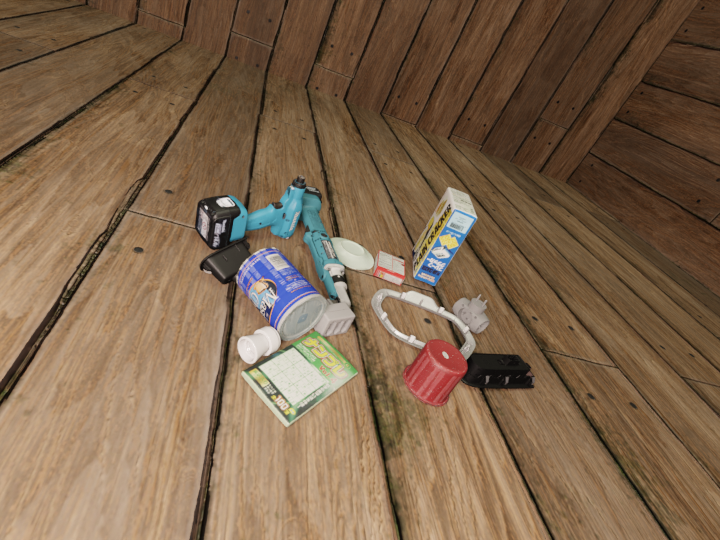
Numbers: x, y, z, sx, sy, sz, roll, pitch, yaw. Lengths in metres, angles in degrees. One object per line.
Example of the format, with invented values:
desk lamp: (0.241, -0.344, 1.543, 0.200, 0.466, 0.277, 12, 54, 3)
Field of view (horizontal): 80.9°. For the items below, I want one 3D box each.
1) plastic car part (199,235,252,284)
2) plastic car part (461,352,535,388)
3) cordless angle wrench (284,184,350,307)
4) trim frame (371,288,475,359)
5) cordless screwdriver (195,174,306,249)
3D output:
plastic car part: (-0.248, -0.008, 0.818, 0.072, 0.066, 0.114, 44, 36, 3)
plastic car part: (0.276, 0.199, 0.848, 0.195, 0.066, 0.069, 5, 43, -25)
cordless angle wrench: (-0.097, -0.064, 0.996, 0.094, 0.074, 0.444, 7, 36, -28)
trim frame: (0.139, 0.111, 0.923, 0.247, 0.027, 0.187, 19, 29, -4)
cordless screwdriver: (-0.228, -0.134, 0.925, 0.239, 0.158, 0.078, -13, 48, -45)
